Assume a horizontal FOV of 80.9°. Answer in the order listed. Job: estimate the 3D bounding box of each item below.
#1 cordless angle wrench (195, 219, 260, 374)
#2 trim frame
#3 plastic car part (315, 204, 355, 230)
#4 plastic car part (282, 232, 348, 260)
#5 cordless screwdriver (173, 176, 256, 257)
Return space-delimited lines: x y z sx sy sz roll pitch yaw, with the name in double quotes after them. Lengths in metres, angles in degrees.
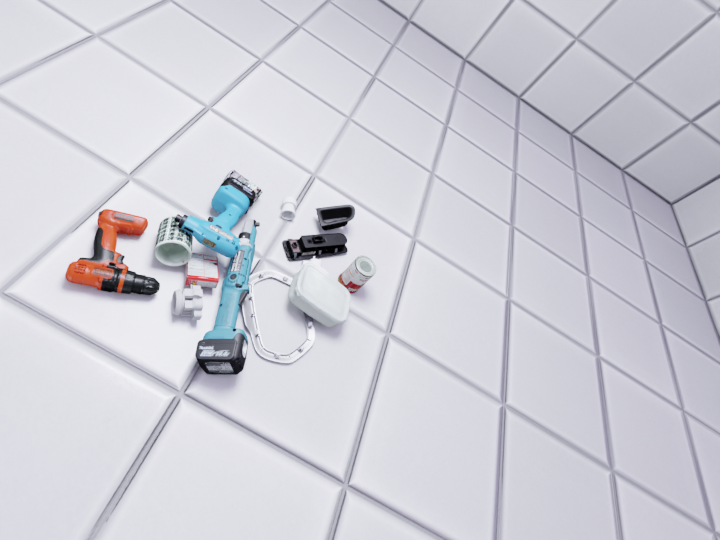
-0.295 0.032 1.006 0.098 0.072 0.436 -2 50 1 "cordless angle wrench"
-0.202 0.106 1.044 0.177 0.028 0.257 0 60 -29 "trim frame"
-0.076 -0.153 1.271 0.114 0.070 0.068 -10 65 -17 "plastic car part"
-0.118 -0.077 1.203 0.194 0.067 0.069 -5 55 -36 "plastic car part"
-0.356 -0.148 1.057 0.154 0.075 0.256 29 33 -21 "cordless screwdriver"
